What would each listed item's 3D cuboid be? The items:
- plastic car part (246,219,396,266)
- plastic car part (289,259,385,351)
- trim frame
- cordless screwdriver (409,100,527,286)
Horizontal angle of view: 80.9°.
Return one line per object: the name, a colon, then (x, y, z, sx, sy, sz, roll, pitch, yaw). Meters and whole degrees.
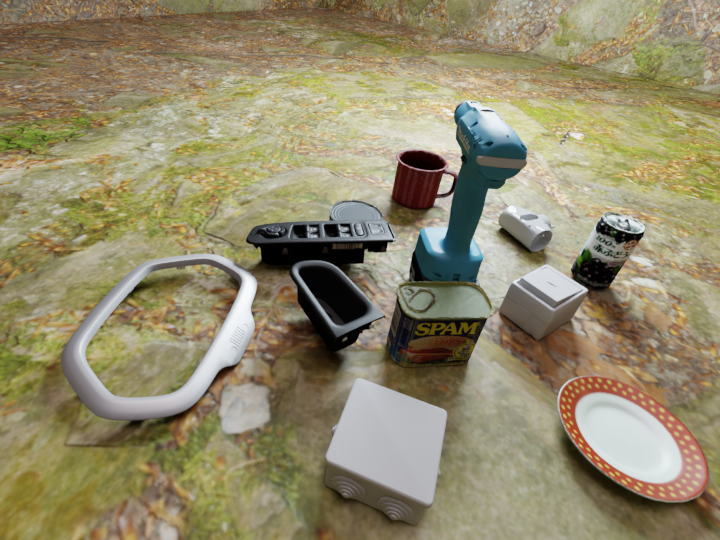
plastic car part: (-0.059, -0.038, 0.601, 0.201, 0.065, 0.068, 2, 38, -5)
plastic car part: (-0.037, 0.046, 0.493, 0.064, 0.069, 0.123, -18, 44, -30)
trim frame: (-0.218, 0.060, 0.488, 0.186, 0.027, 0.252, 9, 38, 5)
cordless screwdriver: (0.121, -0.079, 0.530, 0.074, 0.243, 0.164, 5, 38, -6)
